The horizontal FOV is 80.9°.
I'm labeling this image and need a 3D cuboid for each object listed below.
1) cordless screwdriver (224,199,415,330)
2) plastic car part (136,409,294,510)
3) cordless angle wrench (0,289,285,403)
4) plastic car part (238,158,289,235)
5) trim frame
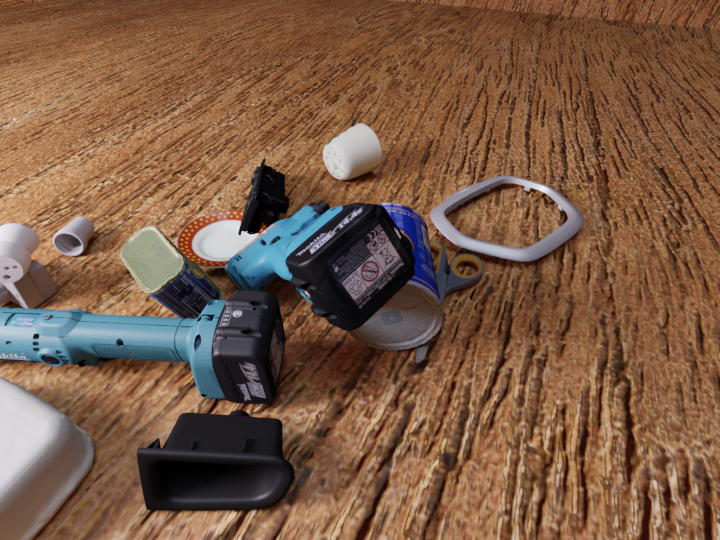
[{"bbox_3d":[-0.044,-0.029,0.450,0.158,0.072,0.260,-44,25,-21],"label":"cordless screwdriver"},{"bbox_3d":[-0.114,0.150,0.353,0.115,0.064,0.073,1,26,-6],"label":"plastic car part"},{"bbox_3d":[-0.291,0.067,0.421,0.428,0.094,0.076,2,44,6],"label":"cordless angle wrench"},{"bbox_3d":[-0.139,-0.116,0.630,0.065,0.065,0.211,11,26,-19],"label":"plastic car part"},{"bbox_3d":[0.222,-0.087,0.647,0.243,0.027,0.194,-30,50,-28],"label":"trim frame"}]
